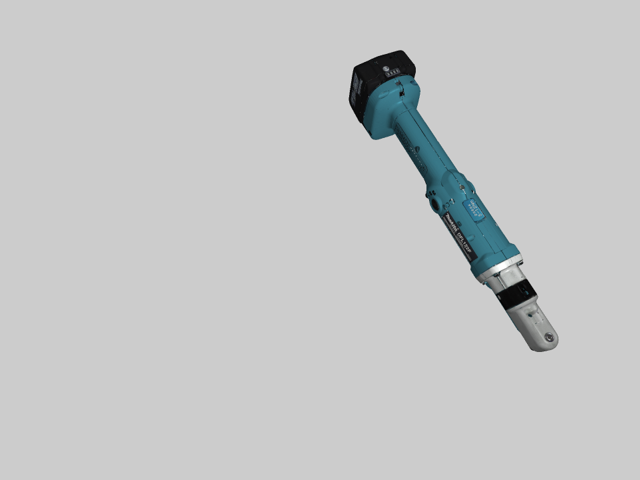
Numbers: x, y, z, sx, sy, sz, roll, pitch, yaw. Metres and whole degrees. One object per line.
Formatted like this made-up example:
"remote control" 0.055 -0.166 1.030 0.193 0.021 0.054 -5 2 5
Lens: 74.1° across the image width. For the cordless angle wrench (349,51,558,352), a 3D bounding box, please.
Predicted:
"cordless angle wrench" 0.167 -0.055 0.540 0.074 0.422 0.098 -24 -18 -11
